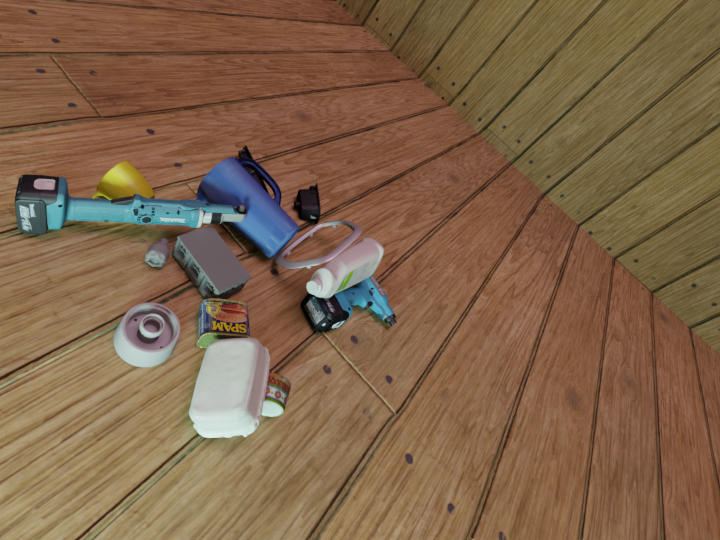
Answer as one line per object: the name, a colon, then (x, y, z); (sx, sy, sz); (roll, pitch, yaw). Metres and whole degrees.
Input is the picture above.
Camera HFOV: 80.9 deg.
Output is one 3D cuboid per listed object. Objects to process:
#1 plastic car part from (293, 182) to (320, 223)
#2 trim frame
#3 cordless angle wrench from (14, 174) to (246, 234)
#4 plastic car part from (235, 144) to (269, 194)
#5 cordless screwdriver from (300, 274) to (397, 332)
plastic car part: (-0.156, -0.191, 1.211); (0.069, 0.065, 0.121); (5, 53, -16)
trim frame: (-0.103, -0.067, 1.051); (0.193, 0.026, 0.245); (7, 37, 34)
cordless angle wrench: (-0.437, -0.122, 0.858); (0.406, 0.097, 0.078); (-1, 47, -30)
plastic car part: (-0.298, -0.245, 1.145); (0.065, 0.066, 0.210); (-17, 64, -35)
cordless screwdriver: (-0.017, 0.091, 1.034); (0.239, 0.075, 0.164); (-14, 63, -49)
